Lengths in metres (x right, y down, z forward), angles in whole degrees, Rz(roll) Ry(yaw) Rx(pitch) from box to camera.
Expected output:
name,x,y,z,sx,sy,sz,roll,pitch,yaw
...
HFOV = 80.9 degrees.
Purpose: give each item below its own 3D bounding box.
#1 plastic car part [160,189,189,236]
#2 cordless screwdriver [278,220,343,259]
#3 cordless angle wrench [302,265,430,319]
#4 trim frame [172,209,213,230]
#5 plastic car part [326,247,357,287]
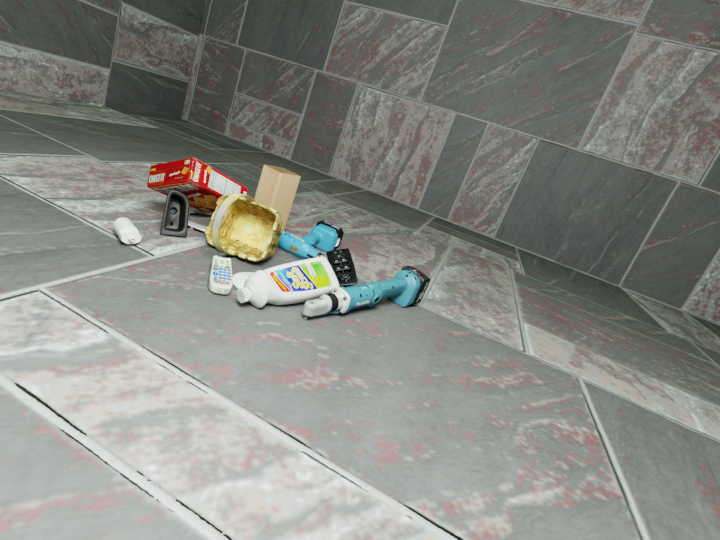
name,x,y,z,sx,sy,sz,roll,pitch,yaw
plastic car part,-0.490,-0.150,1.113,0.063,0.117,0.074,7,-3,-32
cordless screwdriver,-0.129,-0.084,1.320,0.166,0.073,0.242,26,23,20
cordless angle wrench,0.020,0.059,1.028,0.078,0.097,0.404,36,28,33
trim frame,-0.443,-0.149,1.272,0.194,0.027,0.238,31,24,31
plastic car part,-0.050,0.006,1.137,0.066,0.065,0.209,-4,23,-8
